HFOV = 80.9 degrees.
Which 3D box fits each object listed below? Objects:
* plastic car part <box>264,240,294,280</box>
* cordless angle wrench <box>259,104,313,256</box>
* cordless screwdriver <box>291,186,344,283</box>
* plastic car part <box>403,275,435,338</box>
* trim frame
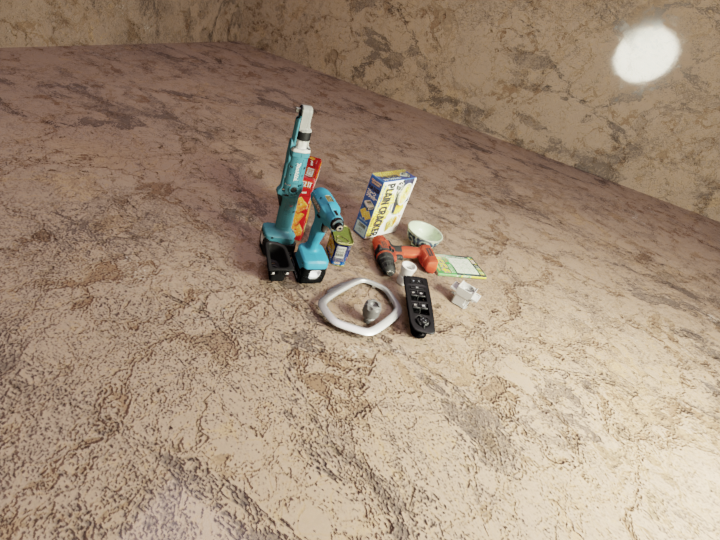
[{"bbox_3d":[-0.220,-0.016,1.101,0.064,0.070,0.122,2,37,-23],"label":"plastic car part"},{"bbox_3d":[-0.182,-0.221,1.099,0.094,0.417,0.078,3,37,-24],"label":"cordless angle wrench"},{"bbox_3d":[-0.104,-0.068,1.067,0.072,0.245,0.167,1,38,-27],"label":"cordless screwdriver"},{"bbox_3d":[0.145,0.098,1.094,0.065,0.066,0.209,12,34,-10],"label":"plastic car part"},{"bbox_3d":[0.000,0.087,1.084,0.192,0.027,0.241,33,38,23],"label":"trim frame"}]
